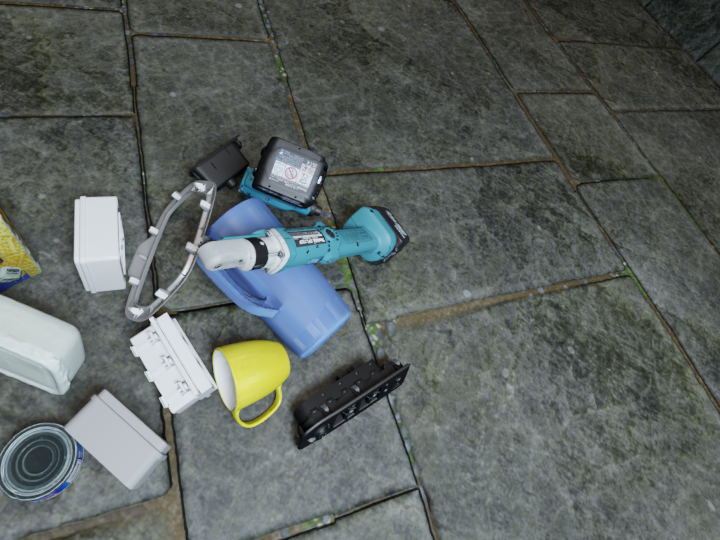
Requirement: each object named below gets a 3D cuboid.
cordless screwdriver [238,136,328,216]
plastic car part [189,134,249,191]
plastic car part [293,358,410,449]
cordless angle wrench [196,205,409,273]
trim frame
[{"bbox_3d":[-0.111,-0.133,0.692,0.154,0.256,0.074,22,86,-18],"label":"cordless screwdriver"},{"bbox_3d":[-0.254,-0.186,0.787,0.070,0.067,0.116,44,60,-9],"label":"plastic car part"},{"bbox_3d":[-0.018,0.187,0.632,0.198,0.065,0.070,-30,65,-29],"label":"plastic car part"},{"bbox_3d":[-0.061,-0.040,0.629,0.101,0.075,0.406,54,31,14],"label":"cordless angle wrench"},{"bbox_3d":[-0.288,-0.040,0.634,0.026,0.190,0.255,34,47,-41],"label":"trim frame"}]
